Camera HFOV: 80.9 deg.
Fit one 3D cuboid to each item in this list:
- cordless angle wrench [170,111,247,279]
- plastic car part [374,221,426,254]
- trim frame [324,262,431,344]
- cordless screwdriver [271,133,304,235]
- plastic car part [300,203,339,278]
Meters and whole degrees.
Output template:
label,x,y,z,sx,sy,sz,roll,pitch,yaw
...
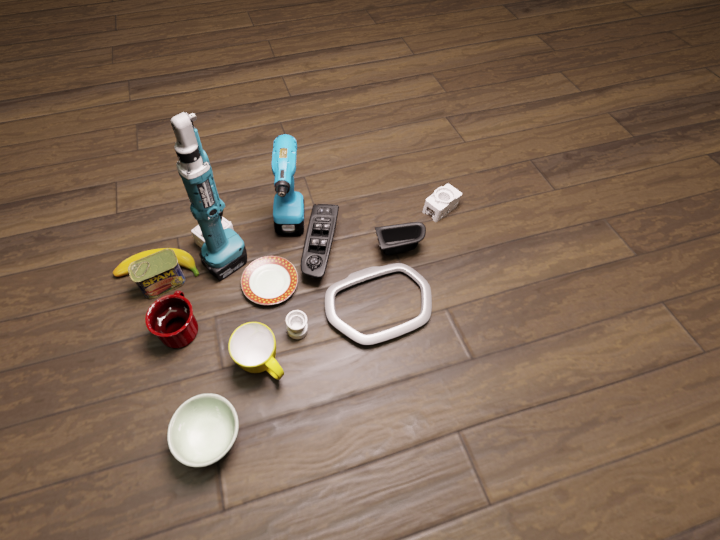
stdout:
label,x,y,z,sx,sy,sz,roll,pitch,yaw
cordless angle wrench,-0.305,-0.130,0.839,0.096,0.412,0.077,-36,67,-25
plastic car part,0.095,-0.068,1.003,0.115,0.069,0.068,-8,57,-7
trim frame,0.042,0.066,0.936,0.244,0.027,0.193,-20,58,-13
cordless screwdriver,-0.168,-0.166,0.966,0.074,0.242,0.164,0,56,-5
plastic car part,-0.098,-0.064,1.003,0.067,0.065,0.207,7,56,2
